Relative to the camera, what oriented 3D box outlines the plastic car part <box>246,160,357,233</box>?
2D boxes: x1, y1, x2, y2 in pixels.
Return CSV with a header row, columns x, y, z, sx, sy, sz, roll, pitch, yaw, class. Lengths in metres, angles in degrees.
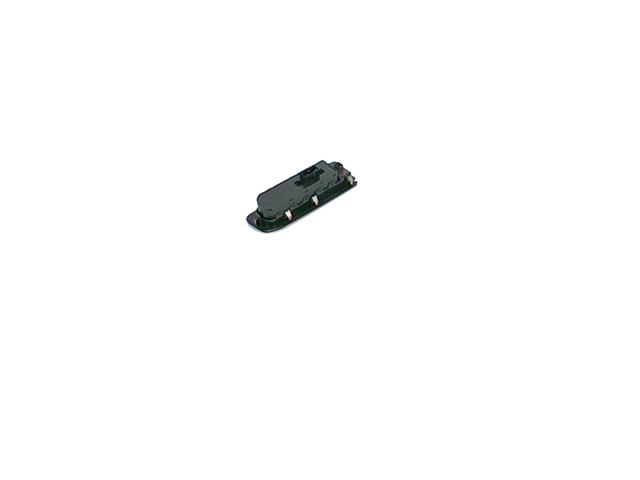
x,y,z,sx,sy,sz,roll,pitch,yaw,class
-0.029,-0.079,0.699,0.202,0.066,0.067,-35,-26,-23,plastic car part
